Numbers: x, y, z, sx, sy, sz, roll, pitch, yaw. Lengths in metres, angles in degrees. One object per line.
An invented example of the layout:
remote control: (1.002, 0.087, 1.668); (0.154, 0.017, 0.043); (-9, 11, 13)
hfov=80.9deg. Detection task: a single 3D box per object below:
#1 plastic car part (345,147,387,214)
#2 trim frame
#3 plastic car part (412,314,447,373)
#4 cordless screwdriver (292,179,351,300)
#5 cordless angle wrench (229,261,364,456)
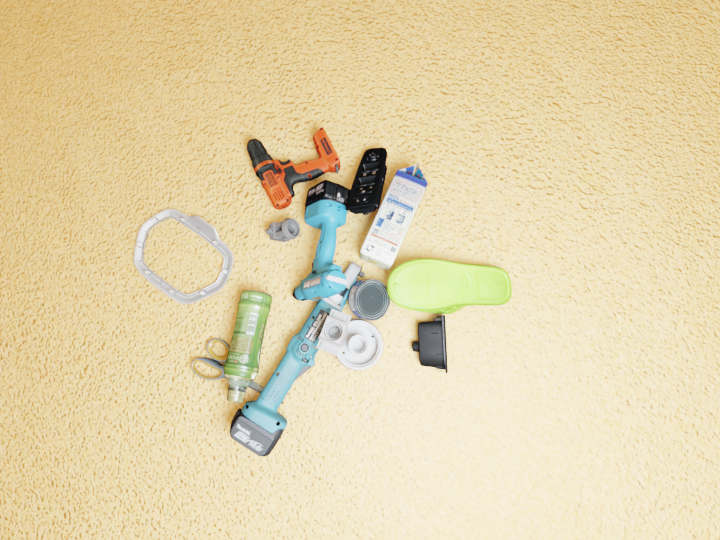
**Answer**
plastic car part: (0.026, -0.191, 0.918); (0.069, 0.063, 0.207); (-11, 50, 29)
trim frame: (-0.407, -0.037, 0.962); (0.254, 0.027, 0.184); (35, 81, 12)
plastic car part: (0.143, 0.150, 0.870); (0.073, 0.063, 0.117); (0, 81, 17)
cordless screwdriver: (-0.088, -0.058, 0.904); (0.071, 0.164, 0.253); (18, 65, -34)
cordless angle wrench: (-0.116, 0.161, 0.874); (0.098, 0.074, 0.423); (32, 77, -1)
